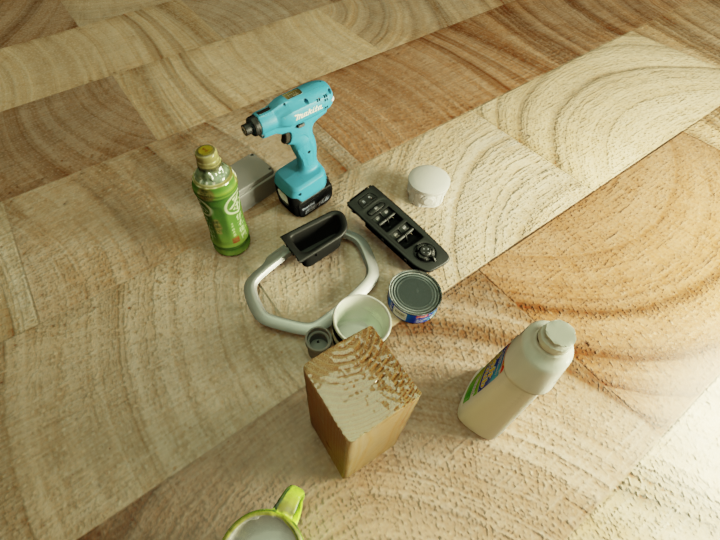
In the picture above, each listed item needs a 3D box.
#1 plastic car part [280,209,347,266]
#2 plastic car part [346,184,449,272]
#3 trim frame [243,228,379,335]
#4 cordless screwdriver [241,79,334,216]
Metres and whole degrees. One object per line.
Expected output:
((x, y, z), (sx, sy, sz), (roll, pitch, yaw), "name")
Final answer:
((-0.072, -0.047, 0.741), (0.114, 0.069, 0.069), (-30, 61, -20), "plastic car part")
((0.063, -0.063, 0.752), (0.065, 0.065, 0.213), (-34, 61, -23), "plastic car part")
((-0.082, 0.009, 0.727), (0.192, 0.027, 0.245), (37, 63, 24), "trim frame")
((-0.123, -0.197, 0.744), (0.156, 0.241, 0.078), (-34, 64, -23), "cordless screwdriver")
